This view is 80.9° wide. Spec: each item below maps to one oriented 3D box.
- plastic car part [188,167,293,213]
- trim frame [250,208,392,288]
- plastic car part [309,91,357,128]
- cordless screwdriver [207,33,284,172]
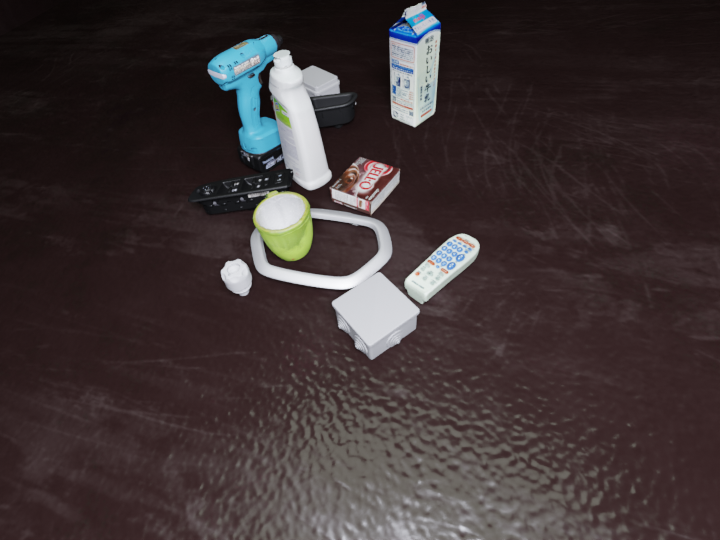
[{"bbox_3d":[-0.226,-0.147,0.811,0.205,0.064,0.068,-4,49,6],"label":"plastic car part"},{"bbox_3d":[-0.071,-0.046,0.722,0.255,0.026,0.186,7,51,15],"label":"trim frame"},{"bbox_3d":[-0.063,-0.357,0.959,0.118,0.068,0.068,-2,49,8],"label":"plastic car part"},{"bbox_3d":[-0.198,-0.332,0.849,0.078,0.239,0.157,32,60,28],"label":"cordless screwdriver"}]
